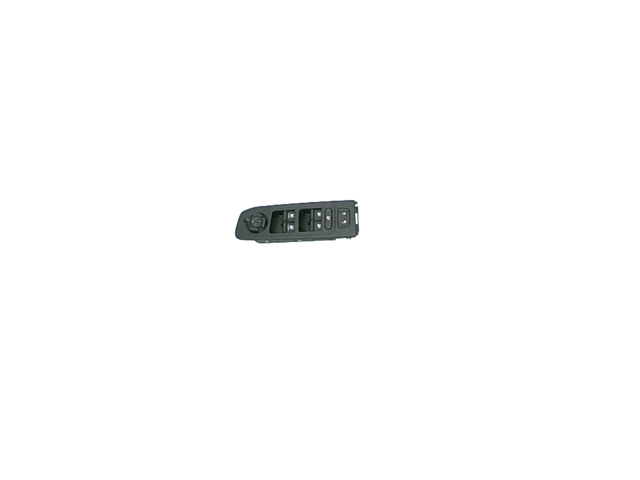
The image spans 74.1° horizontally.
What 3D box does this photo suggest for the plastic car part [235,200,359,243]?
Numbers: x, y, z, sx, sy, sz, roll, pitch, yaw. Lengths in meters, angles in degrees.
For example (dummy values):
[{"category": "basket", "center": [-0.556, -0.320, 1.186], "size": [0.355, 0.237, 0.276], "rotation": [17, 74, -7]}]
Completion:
[{"category": "plastic car part", "center": [-0.038, -0.025, 0.705], "size": [0.203, 0.066, 0.067], "rotation": [-1, -13, 6]}]
